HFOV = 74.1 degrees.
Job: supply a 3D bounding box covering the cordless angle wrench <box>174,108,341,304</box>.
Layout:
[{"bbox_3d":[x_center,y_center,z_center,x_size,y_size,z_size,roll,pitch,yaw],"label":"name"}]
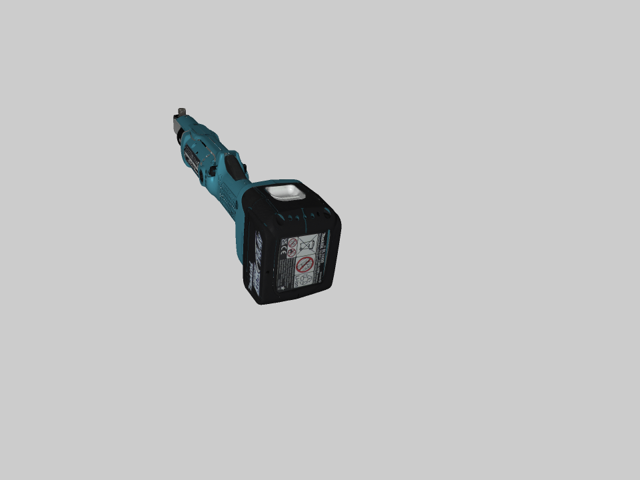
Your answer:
[{"bbox_3d":[-0.118,-0.081,0.515,0.074,0.098,0.422,-10,34,-29],"label":"cordless angle wrench"}]
